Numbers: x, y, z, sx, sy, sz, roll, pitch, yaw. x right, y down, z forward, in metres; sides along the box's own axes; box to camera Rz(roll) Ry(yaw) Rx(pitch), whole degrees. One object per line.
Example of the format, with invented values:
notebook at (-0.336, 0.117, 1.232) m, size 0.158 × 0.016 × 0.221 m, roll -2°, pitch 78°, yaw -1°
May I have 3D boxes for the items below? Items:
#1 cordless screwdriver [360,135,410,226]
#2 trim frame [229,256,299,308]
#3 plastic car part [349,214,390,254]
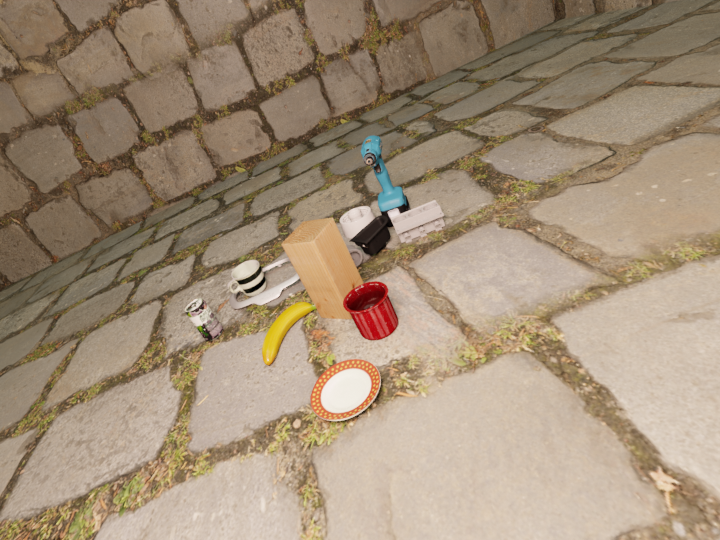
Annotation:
cordless screwdriver at (0.064, -0.233, 1.145) m, size 0.076 × 0.239 × 0.162 m, roll -17°, pitch 27°, yaw 16°
trim frame at (-0.262, 0.033, 1.198) m, size 0.249 × 0.026 × 0.191 m, roll -25°, pitch 28°, yaw 3°
plastic car part at (0.040, -0.084, 1.098) m, size 0.115 × 0.068 × 0.069 m, roll -41°, pitch 30°, yaw -27°
